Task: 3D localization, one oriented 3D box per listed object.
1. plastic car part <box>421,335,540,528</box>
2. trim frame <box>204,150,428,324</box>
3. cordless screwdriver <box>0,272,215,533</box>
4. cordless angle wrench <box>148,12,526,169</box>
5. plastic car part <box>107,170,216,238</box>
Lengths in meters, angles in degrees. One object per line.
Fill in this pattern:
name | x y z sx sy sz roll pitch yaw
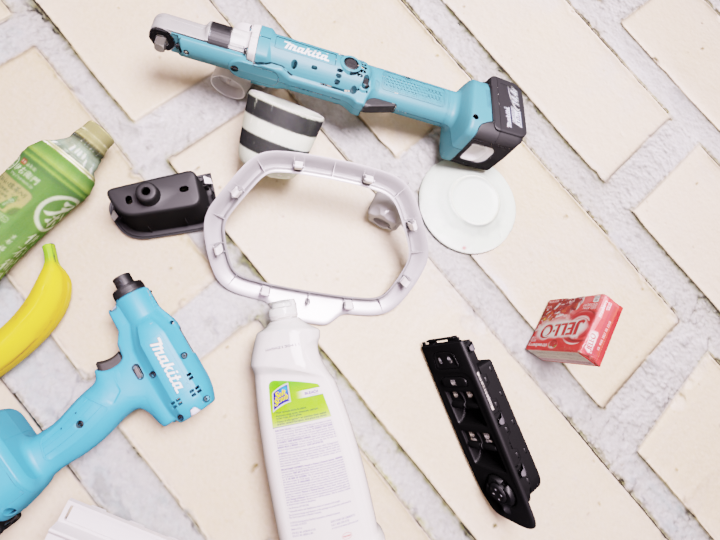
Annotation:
plastic car part | 0.138 0.167 0.465 0.064 0.068 0.206 -11 78 -39
trim frame | -0.045 -0.029 0.460 0.244 0.028 0.182 11 107 -9
cordless screwdriver | -0.283 0.123 0.398 0.245 0.075 0.161 -32 85 -18
cordless angle wrench | -0.018 -0.214 0.482 0.414 0.074 0.100 11 66 -12
plastic car part | -0.213 -0.074 0.451 0.114 0.071 0.067 -13 82 -16
